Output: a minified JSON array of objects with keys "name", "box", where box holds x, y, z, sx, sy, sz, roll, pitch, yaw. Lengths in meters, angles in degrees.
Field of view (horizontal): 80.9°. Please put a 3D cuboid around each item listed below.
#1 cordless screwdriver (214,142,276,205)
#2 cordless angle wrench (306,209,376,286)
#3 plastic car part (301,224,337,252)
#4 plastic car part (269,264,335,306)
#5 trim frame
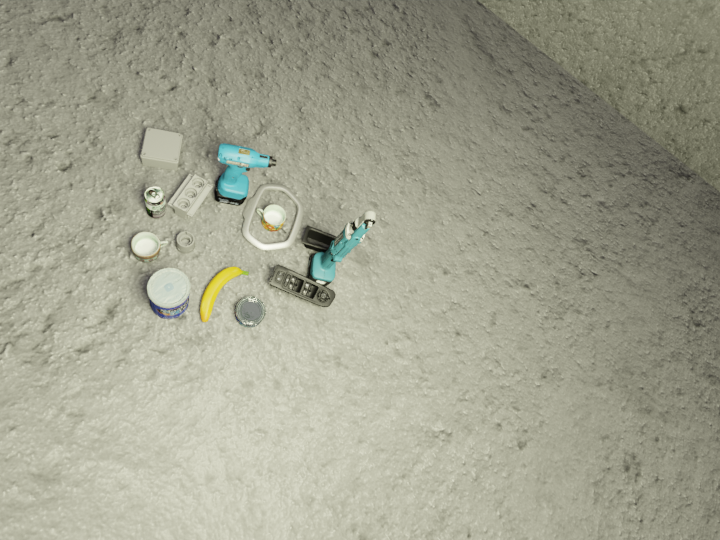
[{"name":"cordless screwdriver","box":[-0.346,-0.277,1.242,0.154,0.251,0.076,8,68,-19]},{"name":"cordless angle wrench","box":[-0.054,-0.062,1.149,0.072,0.427,0.100,13,67,-19]},{"name":"plastic car part","box":[-0.130,-0.085,1.335,0.114,0.071,0.067,20,64,-11]},{"name":"plastic car part","box":[-0.175,0.056,1.261,0.200,0.067,0.067,23,63,-9]},{"name":"trim frame","box":[-0.279,-0.172,1.346,0.181,0.028,0.252,19,63,-10]}]
